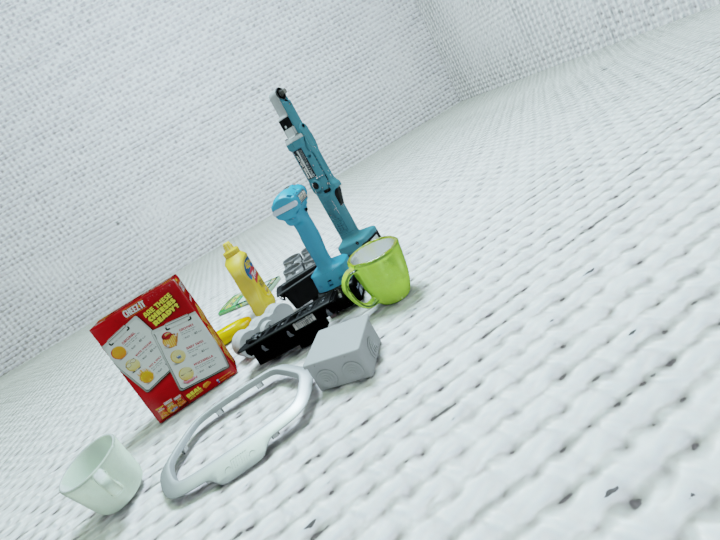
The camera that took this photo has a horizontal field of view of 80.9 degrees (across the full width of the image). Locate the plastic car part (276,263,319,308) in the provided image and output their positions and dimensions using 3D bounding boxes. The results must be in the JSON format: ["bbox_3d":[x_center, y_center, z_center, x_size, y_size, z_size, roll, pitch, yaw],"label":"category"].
[{"bbox_3d":[-0.114,0.039,0.902,0.116,0.069,0.067,-30,15,0],"label":"plastic car part"}]

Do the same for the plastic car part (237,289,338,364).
[{"bbox_3d":[-0.120,0.107,0.739,0.206,0.065,0.067,-26,16,13],"label":"plastic car part"}]

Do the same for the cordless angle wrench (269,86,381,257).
[{"bbox_3d":[-0.080,-0.191,0.909,0.101,0.413,0.073,-17,18,41],"label":"cordless angle wrench"}]

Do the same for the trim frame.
[{"bbox_3d":[-0.170,0.215,0.591,0.247,0.027,0.190,-32,18,-7],"label":"trim frame"}]

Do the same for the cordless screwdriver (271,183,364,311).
[{"bbox_3d":[-0.079,-0.052,0.812,0.075,0.243,0.161,-26,15,13],"label":"cordless screwdriver"}]
